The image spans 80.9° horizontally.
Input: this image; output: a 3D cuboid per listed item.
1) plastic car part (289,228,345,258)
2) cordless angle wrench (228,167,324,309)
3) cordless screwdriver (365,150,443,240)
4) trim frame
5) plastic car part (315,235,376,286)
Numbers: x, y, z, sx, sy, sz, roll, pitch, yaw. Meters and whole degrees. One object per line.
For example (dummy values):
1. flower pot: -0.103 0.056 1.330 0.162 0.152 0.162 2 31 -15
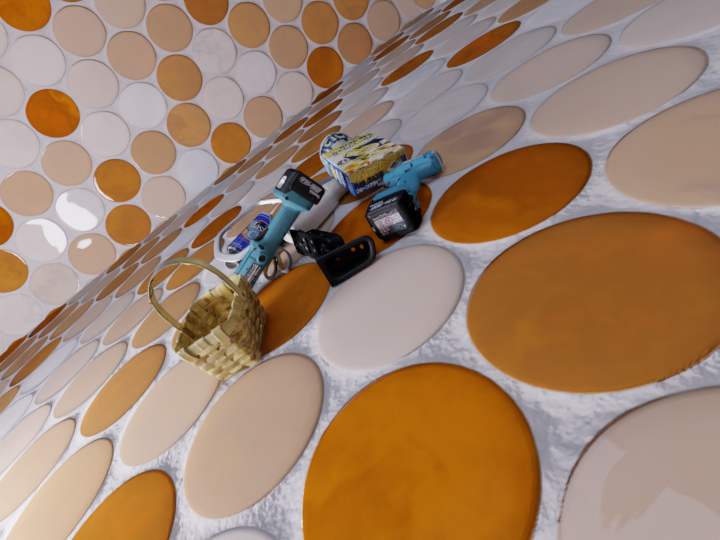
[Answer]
1. plastic car part: -0.095 -0.062 0.970 0.065 0.065 0.212 -19 19 -23
2. cordless angle wrench: -0.236 -0.038 0.987 0.423 0.093 0.078 -57 29 2
3. cordless screwdriver: 0.076 -0.162 0.904 0.165 0.071 0.249 -16 31 36
4. trim frame: -0.276 -0.110 1.093 0.246 0.026 0.195 -44 44 -20
5. plastic car part: -0.022 -0.030 0.838 0.117 0.065 0.072 -29 13 9
